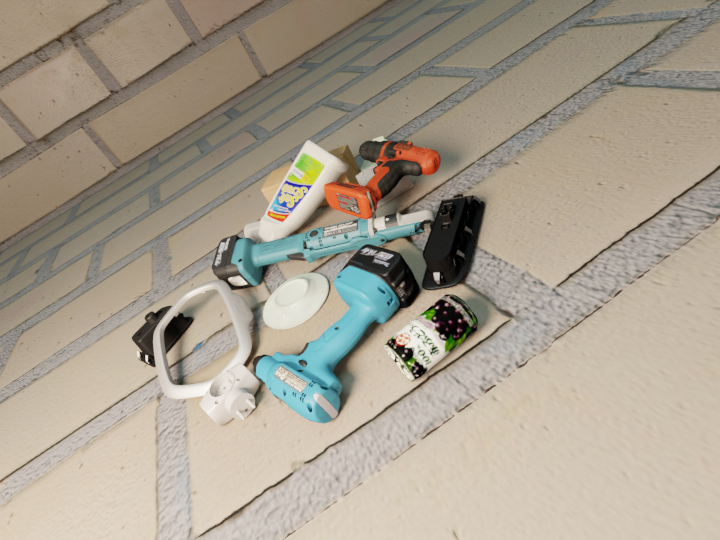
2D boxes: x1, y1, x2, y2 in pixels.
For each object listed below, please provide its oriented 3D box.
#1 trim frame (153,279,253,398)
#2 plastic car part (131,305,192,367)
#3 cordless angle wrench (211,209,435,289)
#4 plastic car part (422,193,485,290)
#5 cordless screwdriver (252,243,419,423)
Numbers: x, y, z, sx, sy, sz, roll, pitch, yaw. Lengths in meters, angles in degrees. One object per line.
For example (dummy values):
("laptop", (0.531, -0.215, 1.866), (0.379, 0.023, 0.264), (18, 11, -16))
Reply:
("trim frame", (-0.273, 0.111, 0.729), (0.183, 0.026, 0.263), (-36, 43, -5))
("plastic car part", (-0.388, 0.114, 0.809), (0.069, 0.067, 0.116), (4, 50, 40))
("cordless angle wrench", (-0.076, -0.050, 0.777), (0.435, 0.070, 0.100), (-11, 50, 21))
("plastic car part", (0.137, -0.056, 0.635), (0.069, 0.064, 0.204), (0, 47, 28))
("cordless screwdriver", (-0.039, 0.074, 0.595), (0.168, 0.071, 0.248), (13, 57, 46))
